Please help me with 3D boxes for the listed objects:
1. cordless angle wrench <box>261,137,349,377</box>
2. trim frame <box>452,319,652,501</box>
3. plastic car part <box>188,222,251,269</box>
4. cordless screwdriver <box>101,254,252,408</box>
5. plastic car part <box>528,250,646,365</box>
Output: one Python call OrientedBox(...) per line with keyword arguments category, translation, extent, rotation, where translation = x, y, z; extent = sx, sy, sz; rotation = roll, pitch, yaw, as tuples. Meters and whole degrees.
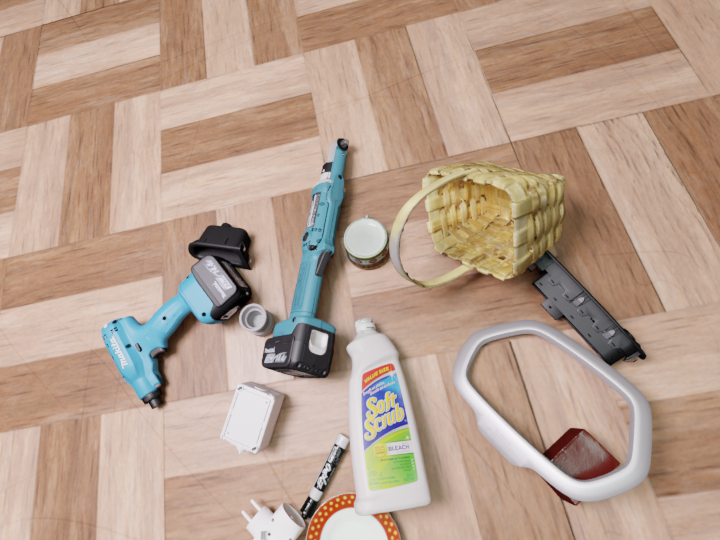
OrientedBox(category="cordless angle wrench", translation=(-0.069, -0.045, 0.702), extent=(0.101, 0.071, 0.430), rotation=(-21, 53, 48))
OrientedBox(category="trim frame", translation=(0.243, 0.169, 0.559), extent=(0.183, 0.026, 0.263), rotation=(-40, 52, -10))
OrientedBox(category="plastic car part", translation=(-0.245, -0.052, 0.755), extent=(0.120, 0.063, 0.071), rotation=(11, 57, 16))
OrientedBox(category="cordless screwdriver", translation=(-0.291, 0.097, 0.692), extent=(0.249, 0.072, 0.163), rotation=(-36, 78, 2))
OrientedBox(category="plastic car part", translation=(0.311, 0.054, 0.607), extent=(0.067, 0.063, 0.211), rotation=(-42, 68, 3))
